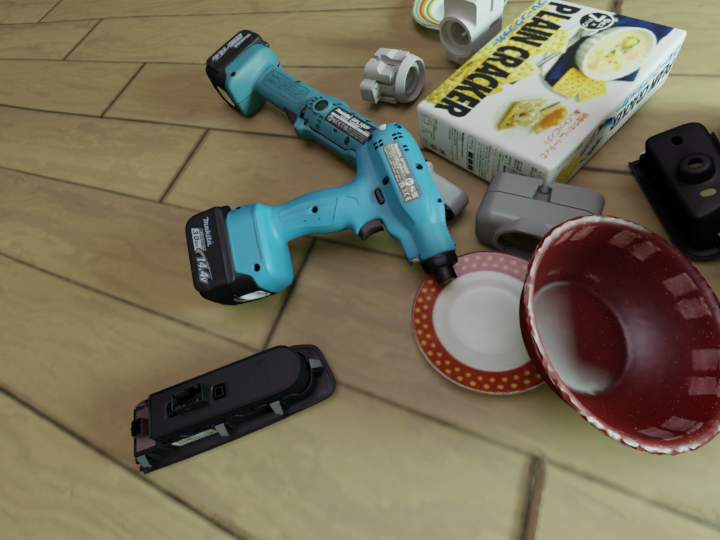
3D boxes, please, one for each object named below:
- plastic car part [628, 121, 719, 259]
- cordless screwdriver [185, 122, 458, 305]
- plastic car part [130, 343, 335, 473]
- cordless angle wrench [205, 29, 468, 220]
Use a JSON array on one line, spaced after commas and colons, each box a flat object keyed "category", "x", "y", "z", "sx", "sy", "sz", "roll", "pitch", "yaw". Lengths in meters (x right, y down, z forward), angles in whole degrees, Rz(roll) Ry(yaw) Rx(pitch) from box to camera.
[{"category": "plastic car part", "x": 0.277, "y": -0.076, "z": 0.352, "sx": 0.068, "sy": 0.067, "sz": 0.120, "roll": -22, "pitch": 51, "yaw": 31}, {"category": "cordless screwdriver", "x": -0.041, "y": -0.027, "z": 0.417, "sx": 0.252, "sy": 0.071, "sz": 0.163, "roll": -22, "pitch": 73, "yaw": 10}, {"category": "plastic car part", "x": -0.125, "y": 0.114, "z": 0.386, "sx": 0.204, "sy": 0.064, "sz": 0.069, "roll": -20, "pitch": 50, "yaw": 2}, {"category": "cordless angle wrench", "x": -0.044, "y": -0.188, "z": 0.531, "sx": 0.097, "sy": 0.071, "sz": 0.445, "roll": -45, "pitch": 60, "yaw": -8}]
